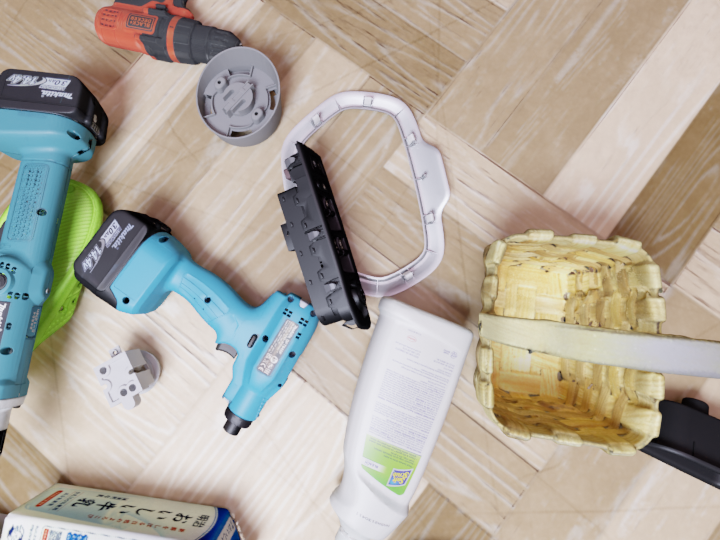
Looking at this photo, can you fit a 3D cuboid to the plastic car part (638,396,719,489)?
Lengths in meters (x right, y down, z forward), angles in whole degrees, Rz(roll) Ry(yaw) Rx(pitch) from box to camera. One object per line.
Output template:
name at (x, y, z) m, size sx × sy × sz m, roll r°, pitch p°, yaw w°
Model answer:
plastic car part at (0.339, 0.168, 0.424) m, size 0.119 × 0.065 × 0.071 m, roll 28°, pitch 70°, yaw 8°

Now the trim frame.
trim frame at (0.005, -0.093, 0.488) m, size 0.184 × 0.027 × 0.252 m, roll -11°, pitch 80°, yaw 0°

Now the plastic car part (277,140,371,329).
plastic car part at (-0.043, -0.028, 0.442) m, size 0.068 × 0.065 × 0.205 m, roll -23°, pitch 82°, yaw 8°

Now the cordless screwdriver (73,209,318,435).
cordless screwdriver at (-0.184, 0.051, 0.456) m, size 0.250 × 0.074 × 0.159 m, roll 30°, pitch 85°, yaw 2°

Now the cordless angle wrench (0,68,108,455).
cordless angle wrench at (-0.337, 0.013, 0.410) m, size 0.097 × 0.074 × 0.428 m, roll 4°, pitch 76°, yaw -7°
